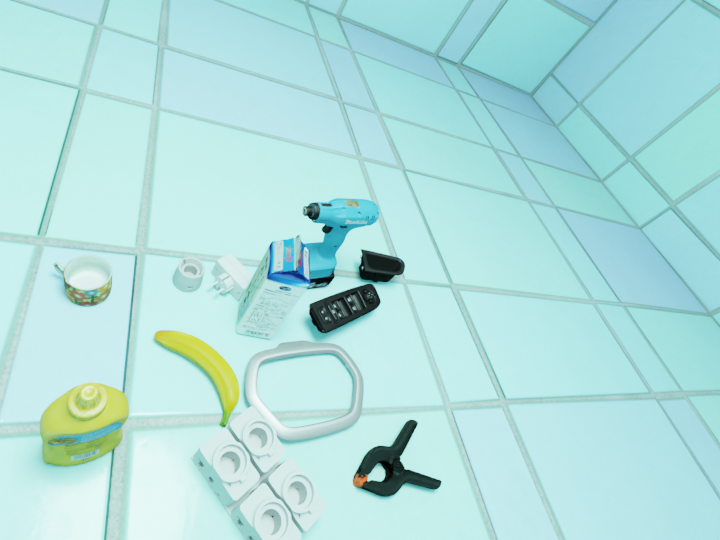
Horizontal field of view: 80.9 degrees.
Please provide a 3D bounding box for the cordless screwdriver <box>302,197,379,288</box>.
[{"bbox_3d":[-0.085,-0.055,0.868,0.152,0.250,0.077,-2,57,-36],"label":"cordless screwdriver"}]

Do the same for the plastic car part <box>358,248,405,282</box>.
[{"bbox_3d":[0.043,0.000,1.027,0.112,0.071,0.068,13,48,-23],"label":"plastic car part"}]

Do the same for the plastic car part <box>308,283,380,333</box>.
[{"bbox_3d":[-0.033,0.084,0.908,0.196,0.067,0.068,-21,67,-42],"label":"plastic car part"}]

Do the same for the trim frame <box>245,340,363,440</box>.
[{"bbox_3d":[-0.097,0.212,0.784,0.238,0.027,0.192,-2,54,-33],"label":"trim frame"}]
